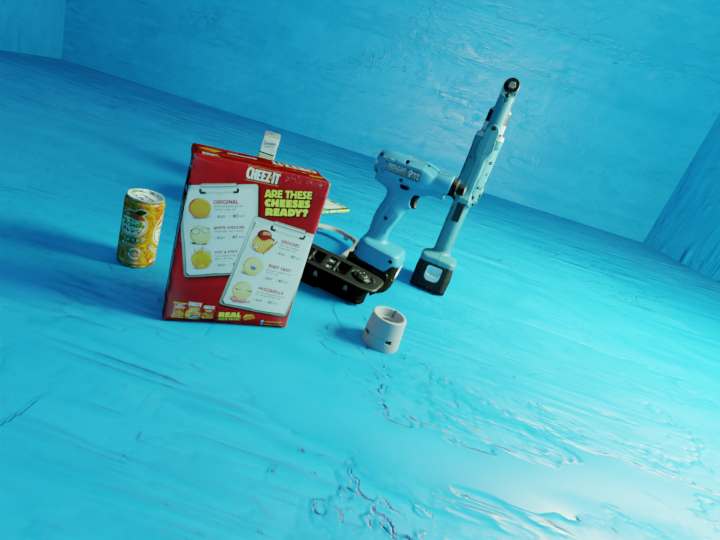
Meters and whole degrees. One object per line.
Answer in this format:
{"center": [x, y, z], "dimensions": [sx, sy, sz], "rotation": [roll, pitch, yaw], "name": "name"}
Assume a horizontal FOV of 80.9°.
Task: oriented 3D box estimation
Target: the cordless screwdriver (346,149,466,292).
{"center": [0.072, -0.078, 0.764], "dimensions": [0.164, 0.246, 0.073], "rotation": [25, 20, 16], "name": "cordless screwdriver"}

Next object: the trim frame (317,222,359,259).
{"center": [-0.088, -0.057, 0.895], "dimensions": [0.189, 0.027, 0.245], "rotation": [22, 21, 12], "name": "trim frame"}

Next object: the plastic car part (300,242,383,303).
{"center": [-0.064, 0.001, 0.713], "dimensions": [0.207, 0.066, 0.065], "rotation": [21, 20, 10], "name": "plastic car part"}

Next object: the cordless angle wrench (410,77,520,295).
{"center": [0.208, -0.155, 0.822], "dimensions": [0.076, 0.419, 0.097], "rotation": [23, 20, 10], "name": "cordless angle wrench"}
